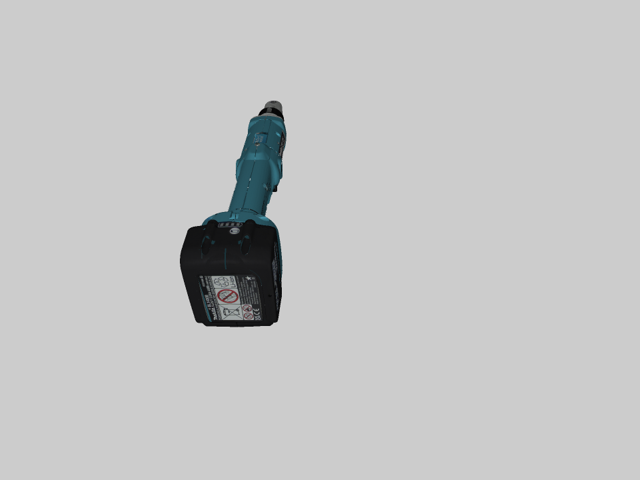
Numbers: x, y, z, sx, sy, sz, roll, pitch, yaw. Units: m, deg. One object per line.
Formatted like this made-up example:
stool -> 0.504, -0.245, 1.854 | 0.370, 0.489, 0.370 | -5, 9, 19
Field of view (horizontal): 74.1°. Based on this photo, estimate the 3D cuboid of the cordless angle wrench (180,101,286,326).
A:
cordless angle wrench -> -0.074, -0.083, 0.513 | 0.074, 0.098, 0.421 | 0, 38, 0
